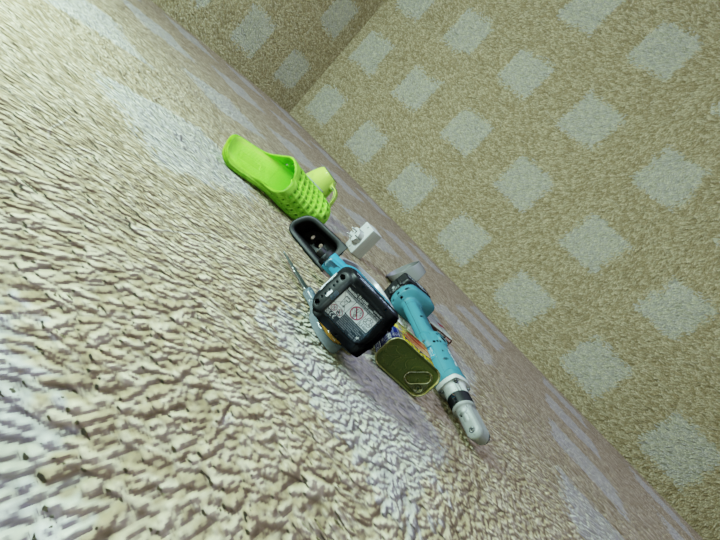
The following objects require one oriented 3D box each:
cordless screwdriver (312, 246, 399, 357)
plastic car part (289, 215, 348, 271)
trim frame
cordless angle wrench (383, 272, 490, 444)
[{"bbox_3d":[-0.021,0.028,0.626,0.160,0.074,0.247,46,4,1],"label":"cordless screwdriver"},{"bbox_3d":[-0.081,-0.053,0.824,0.121,0.066,0.068,46,-3,22],"label":"plastic car part"},{"bbox_3d":[0.019,0.053,0.853,0.175,0.027,0.260,36,13,-30],"label":"trim frame"},{"bbox_3d":[0.143,0.151,0.827,0.094,0.075,0.439,38,16,-26],"label":"cordless angle wrench"}]
